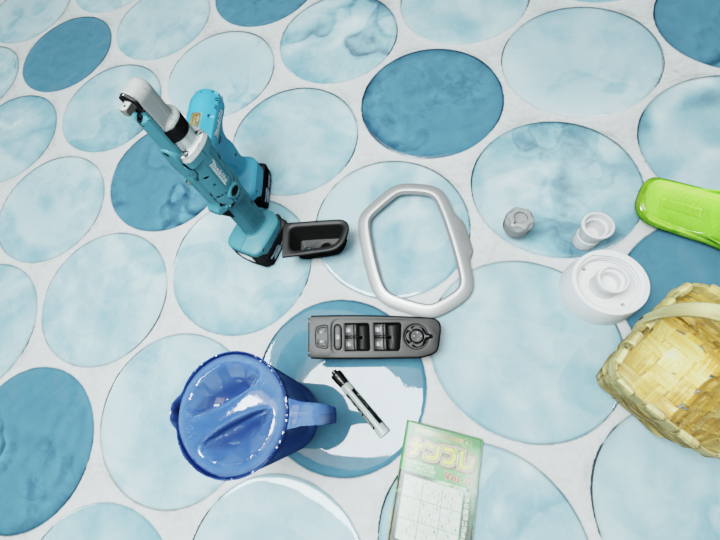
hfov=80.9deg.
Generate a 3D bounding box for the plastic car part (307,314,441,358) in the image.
[{"bbox_3d":[0.022,0.107,0.661,0.207,0.064,0.068,-3,69,11],"label":"plastic car part"}]

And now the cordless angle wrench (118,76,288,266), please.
[{"bbox_3d":[-0.204,-0.121,0.615,0.077,0.408,0.098,20,74,14],"label":"cordless angle wrench"}]

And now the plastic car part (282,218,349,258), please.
[{"bbox_3d":[-0.073,-0.047,0.742,0.118,0.068,0.067,-4,69,10],"label":"plastic car part"}]

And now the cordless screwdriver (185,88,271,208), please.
[{"bbox_3d":[-0.231,-0.170,0.733,0.075,0.240,0.162,-1,70,8],"label":"cordless screwdriver"}]

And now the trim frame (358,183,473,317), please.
[{"bbox_3d":[0.095,-0.040,0.725,0.186,0.026,0.256,-15,66,6],"label":"trim frame"}]
